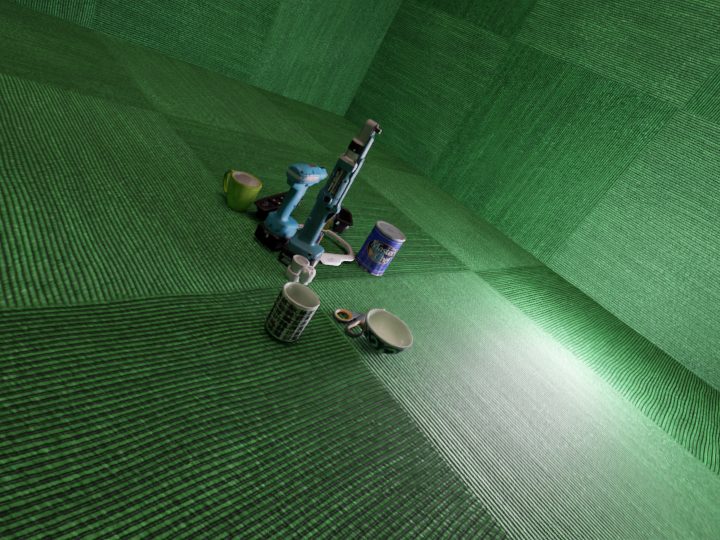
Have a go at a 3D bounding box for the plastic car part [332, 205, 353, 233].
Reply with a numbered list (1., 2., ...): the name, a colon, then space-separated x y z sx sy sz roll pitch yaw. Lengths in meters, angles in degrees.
1. plastic car part: -0.068 -0.166 1.447 0.064 0.071 0.120 24 25 -15

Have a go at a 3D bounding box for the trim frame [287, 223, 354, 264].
1. trim frame: -0.125 -0.082 1.281 0.236 0.027 0.194 7 33 -39

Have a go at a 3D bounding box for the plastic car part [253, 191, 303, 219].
1. plastic car part: -0.263 -0.199 1.310 0.068 0.067 0.198 36 26 11

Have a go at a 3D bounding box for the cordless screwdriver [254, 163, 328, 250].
1. cordless screwdriver: -0.178 -0.176 1.140 0.077 0.248 0.154 39 26 15

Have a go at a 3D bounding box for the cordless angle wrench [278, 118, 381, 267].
1. cordless angle wrench: -0.074 -0.179 1.049 0.100 0.422 0.073 35 25 7
